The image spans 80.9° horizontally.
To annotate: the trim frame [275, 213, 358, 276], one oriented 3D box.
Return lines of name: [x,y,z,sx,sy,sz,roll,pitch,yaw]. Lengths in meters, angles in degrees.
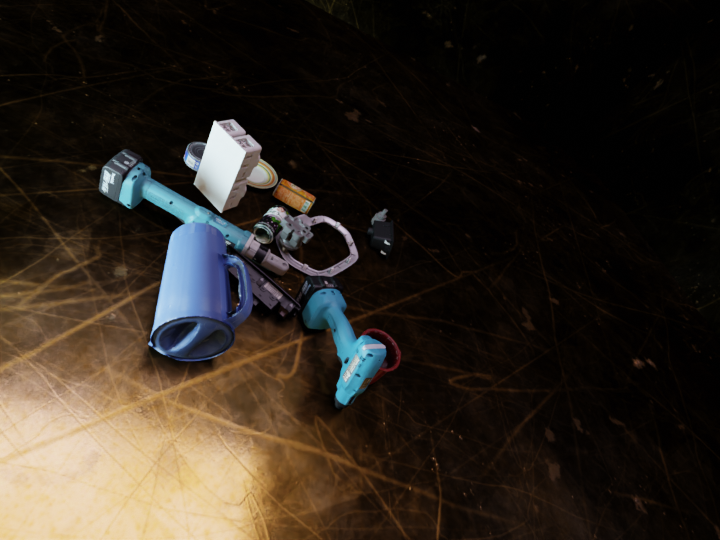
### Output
trim frame: [-0.105,-0.069,1.072,0.190,0.027,0.241,45,43,15]

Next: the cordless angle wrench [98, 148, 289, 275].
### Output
cordless angle wrench: [-0.338,-0.105,0.904,0.415,0.098,0.075,31,43,-10]

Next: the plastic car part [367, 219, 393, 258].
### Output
plastic car part: [0.054,-0.100,1.190,0.070,0.065,0.120,11,40,-8]

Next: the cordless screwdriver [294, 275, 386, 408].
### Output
cordless screwdriver: [-0.054,0.133,0.838,0.071,0.158,0.263,6,32,-37]

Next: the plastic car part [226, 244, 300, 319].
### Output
plastic car part: [-0.218,0.032,0.873,0.207,0.066,0.066,44,66,10]
